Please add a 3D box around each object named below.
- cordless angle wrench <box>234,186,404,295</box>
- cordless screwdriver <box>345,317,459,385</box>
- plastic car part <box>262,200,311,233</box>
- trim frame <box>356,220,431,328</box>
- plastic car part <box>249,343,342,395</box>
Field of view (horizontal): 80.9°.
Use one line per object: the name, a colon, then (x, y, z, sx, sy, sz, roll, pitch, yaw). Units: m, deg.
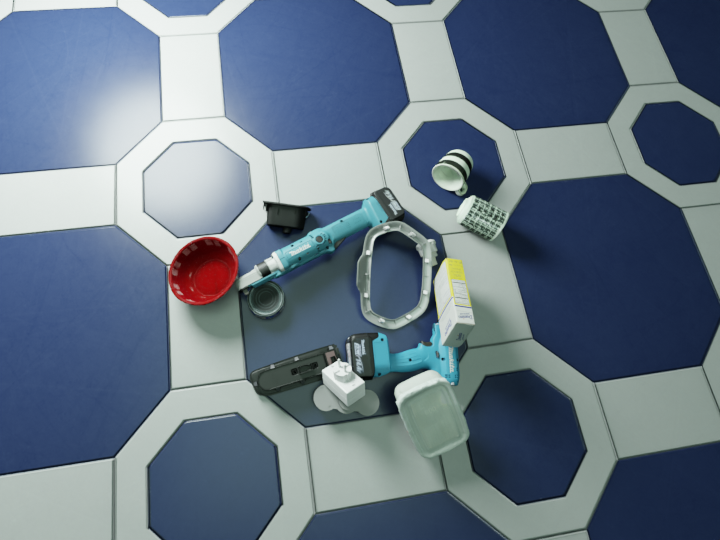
cordless angle wrench: (-0.095, -0.062, 0.976, 0.417, 0.074, 0.100, -29, 79, -15)
cordless screwdriver: (0.094, 0.168, 0.931, 0.246, 0.074, 0.162, 3, 72, -8)
plastic car part: (-0.180, -0.125, 1.014, 0.115, 0.066, 0.071, 10, 88, -6)
trim frame: (0.078, 0.011, 0.968, 0.181, 0.028, 0.248, 4, 91, -11)
plastic car part: (-0.136, 0.218, 0.906, 0.201, 0.067, 0.067, -16, 84, -6)
